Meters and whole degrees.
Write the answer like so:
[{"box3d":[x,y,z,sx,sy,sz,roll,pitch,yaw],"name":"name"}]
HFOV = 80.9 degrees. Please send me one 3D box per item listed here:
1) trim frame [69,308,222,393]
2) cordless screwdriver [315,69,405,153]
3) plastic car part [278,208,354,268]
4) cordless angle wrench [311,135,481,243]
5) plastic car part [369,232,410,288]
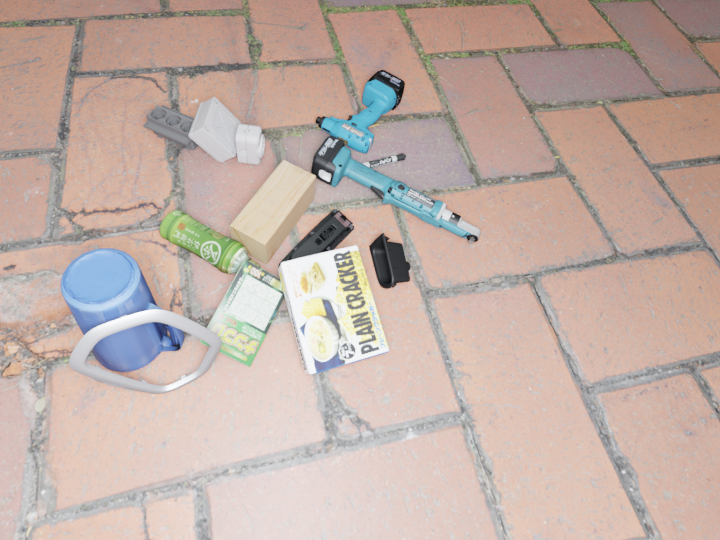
[{"box3d":[-0.337,0.138,0.686,0.184,0.235,0.029,-38,56,3],"name":"trim frame"},{"box3d":[0.003,-0.431,1.124,0.162,0.073,0.249,28,66,9],"name":"cordless screwdriver"},{"box3d":[-0.090,-0.059,0.916,0.066,0.068,0.201,46,69,-6],"name":"plastic car part"},{"box3d":[0.086,-0.180,0.997,0.429,0.073,0.098,28,62,7],"name":"cordless angle wrench"},{"box3d":[0.072,-0.015,0.914,0.068,0.066,0.120,-3,65,-26],"name":"plastic car part"}]
